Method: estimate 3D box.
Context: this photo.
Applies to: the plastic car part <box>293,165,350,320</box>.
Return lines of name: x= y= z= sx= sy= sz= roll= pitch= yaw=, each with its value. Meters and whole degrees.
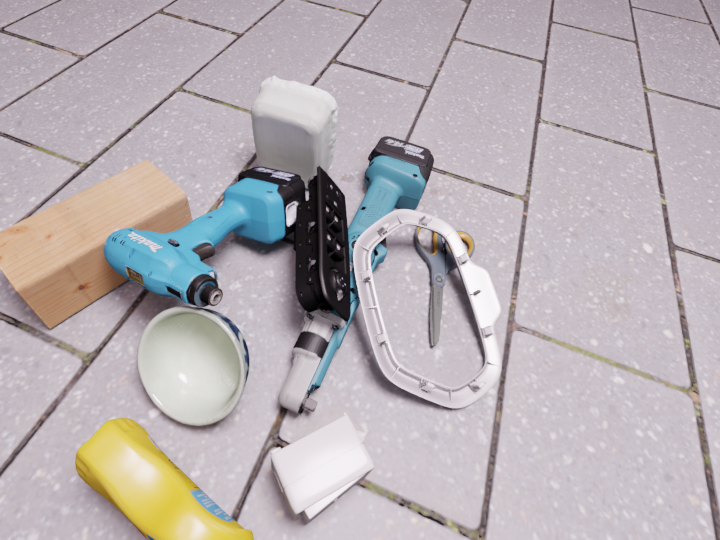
plastic car part: x=-0.049 y=-0.032 z=0.501 sx=0.068 sy=0.063 sz=0.211 roll=-21 pitch=49 yaw=13

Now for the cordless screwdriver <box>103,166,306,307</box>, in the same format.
cordless screwdriver: x=-0.152 y=-0.045 z=0.505 sx=0.167 sy=0.072 sz=0.244 roll=20 pitch=38 yaw=27

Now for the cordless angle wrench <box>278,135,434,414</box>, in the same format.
cordless angle wrench: x=-0.004 y=-0.018 z=0.557 sx=0.100 sy=0.072 sz=0.425 roll=20 pitch=56 yaw=8

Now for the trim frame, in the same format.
trim frame: x=0.085 y=0.034 z=0.510 sx=0.178 sy=0.027 sz=0.256 roll=-4 pitch=66 yaw=-22
